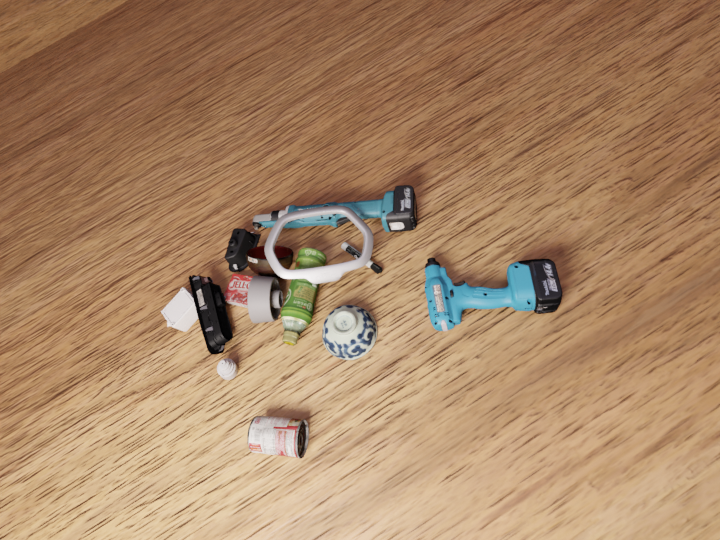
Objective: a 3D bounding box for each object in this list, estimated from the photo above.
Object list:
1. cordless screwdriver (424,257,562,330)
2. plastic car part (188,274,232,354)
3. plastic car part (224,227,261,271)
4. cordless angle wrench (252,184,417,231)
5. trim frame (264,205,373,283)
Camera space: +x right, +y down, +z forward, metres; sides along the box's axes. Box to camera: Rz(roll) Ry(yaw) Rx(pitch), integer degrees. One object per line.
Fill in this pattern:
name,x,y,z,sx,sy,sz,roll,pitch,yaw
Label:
cordless screwdriver,0.257,0.027,0.858,0.254,0.071,0.164,-11,59,14
plastic car part,-0.342,0.096,0.989,0.068,0.063,0.210,-25,64,10
plastic car part,-0.311,-0.061,1.079,0.068,0.067,0.118,3,59,18
cordless angle wrench,-0.078,-0.140,1.057,0.435,0.071,0.100,-2,61,18
trim frame,-0.094,-0.061,0.958,0.247,0.027,0.190,-10,65,-5
